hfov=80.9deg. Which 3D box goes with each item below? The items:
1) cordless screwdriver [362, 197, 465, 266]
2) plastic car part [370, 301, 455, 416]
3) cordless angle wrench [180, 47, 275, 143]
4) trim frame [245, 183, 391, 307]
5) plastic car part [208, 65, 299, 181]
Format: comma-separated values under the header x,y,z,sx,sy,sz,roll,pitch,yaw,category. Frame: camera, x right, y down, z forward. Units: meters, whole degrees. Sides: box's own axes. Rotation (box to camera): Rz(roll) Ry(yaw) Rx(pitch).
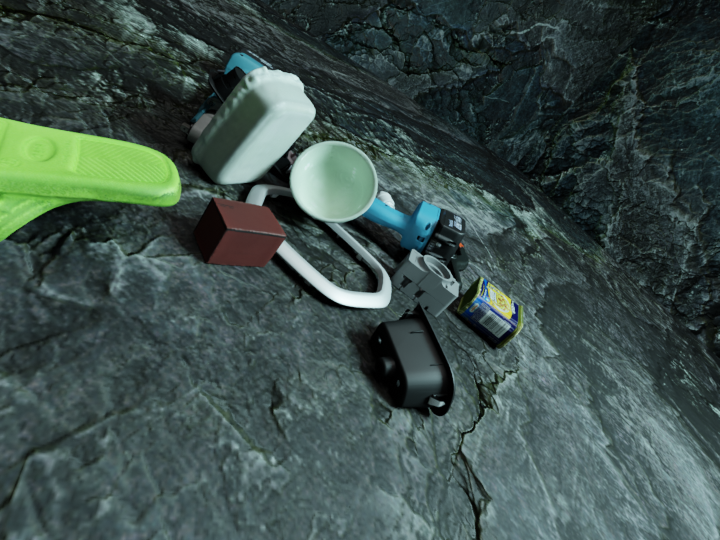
x,y,z,sx,sy,sz,roll,pitch,yaw,category
0.048,-0.104,0.724,0.250,0.074,0.160,23,29,1,cordless screwdriver
0.049,0.099,0.466,0.068,0.065,0.122,5,43,-24,plastic car part
-0.233,-0.312,0.762,0.095,0.075,0.435,27,31,-20,cordless angle wrench
-0.057,-0.037,0.583,0.254,0.027,0.180,40,29,10,trim frame
-0.157,-0.236,0.666,0.194,0.069,0.068,46,32,-28,plastic car part
